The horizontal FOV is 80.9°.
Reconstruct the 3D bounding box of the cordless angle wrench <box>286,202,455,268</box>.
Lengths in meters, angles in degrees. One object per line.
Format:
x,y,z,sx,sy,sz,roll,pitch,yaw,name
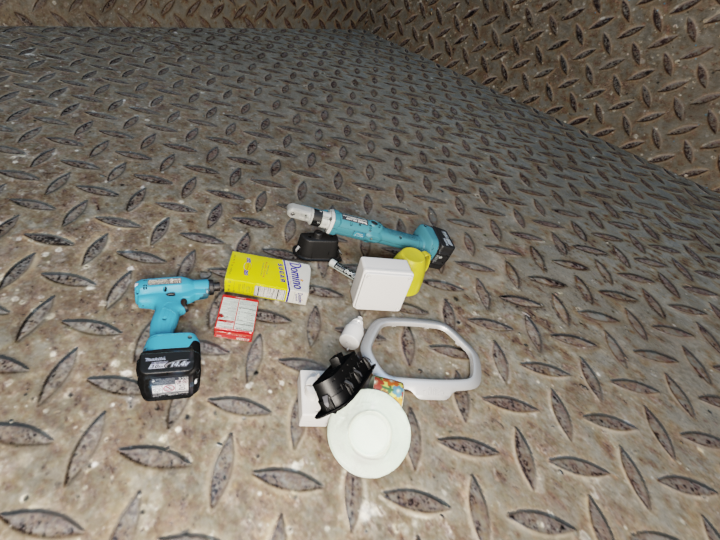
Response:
0.024,-0.096,1.022,0.410,0.074,0.102,12,38,-18,cordless angle wrench

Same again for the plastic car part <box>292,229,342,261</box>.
-0.099,-0.065,1.012,0.113,0.070,0.069,1,40,-21,plastic car part

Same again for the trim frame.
0.119,0.168,0.836,0.243,0.027,0.191,5,39,-13,trim frame

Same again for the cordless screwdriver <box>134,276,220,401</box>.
-0.319,0.101,0.756,0.154,0.073,0.262,-5,40,-22,cordless screwdriver

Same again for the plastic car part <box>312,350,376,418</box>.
-0.028,0.171,0.674,0.067,0.067,0.200,-21,3,13,plastic car part
